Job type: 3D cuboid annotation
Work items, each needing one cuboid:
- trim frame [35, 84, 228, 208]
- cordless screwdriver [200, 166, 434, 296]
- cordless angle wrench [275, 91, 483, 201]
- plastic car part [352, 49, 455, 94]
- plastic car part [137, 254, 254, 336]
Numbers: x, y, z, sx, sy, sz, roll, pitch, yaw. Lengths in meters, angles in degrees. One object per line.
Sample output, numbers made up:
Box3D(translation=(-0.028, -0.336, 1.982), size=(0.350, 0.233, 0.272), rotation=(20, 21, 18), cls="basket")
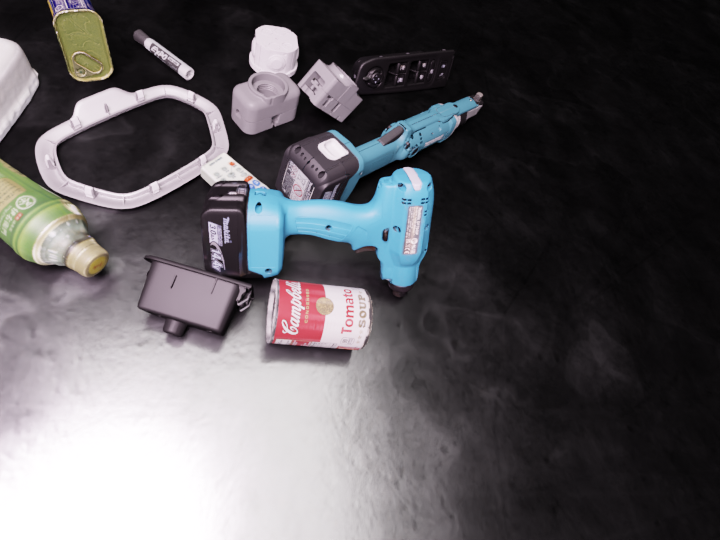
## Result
Box3D(translation=(-0.290, -0.174, 0.556), size=(0.189, 0.027, 0.245), rotation=(40, 59, 13), cls="trim frame")
Box3D(translation=(-0.047, -0.031, 0.479), size=(0.248, 0.154, 0.077), rotation=(-3, 34, -3), cls="cordless screwdriver")
Box3D(translation=(0.063, -0.196, 0.632), size=(0.413, 0.097, 0.076), rotation=(-34, 75, -34), cls="cordless angle wrench")
Box3D(translation=(0.068, -0.356, 0.744), size=(0.197, 0.065, 0.070), rotation=(-21, 58, -26), cls="plastic car part")
Box3D(translation=(-0.176, 0.034, 0.440), size=(0.116, 0.065, 0.072), rotation=(14, 71, -4), cls="plastic car part")
